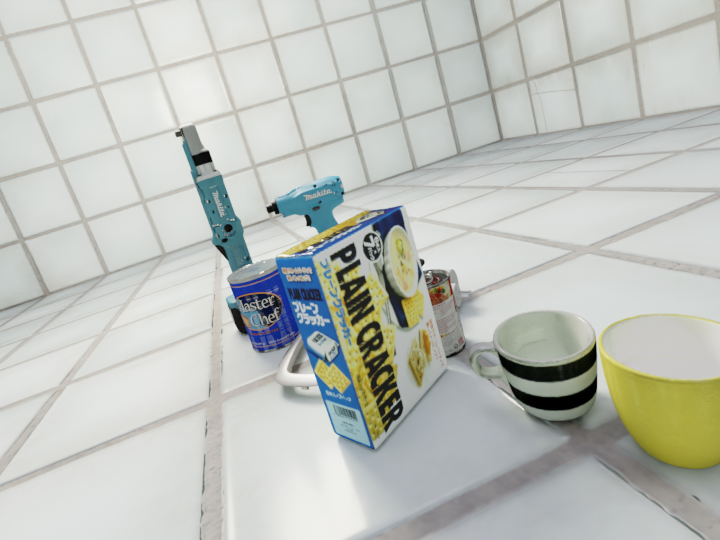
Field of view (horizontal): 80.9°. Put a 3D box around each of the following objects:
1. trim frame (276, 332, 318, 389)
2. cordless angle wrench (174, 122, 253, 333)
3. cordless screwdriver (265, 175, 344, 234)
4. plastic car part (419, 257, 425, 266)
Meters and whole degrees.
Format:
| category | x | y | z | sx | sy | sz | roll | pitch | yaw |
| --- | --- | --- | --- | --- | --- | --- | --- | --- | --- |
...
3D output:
| category | x | y | z | sx | sy | sz | roll | pitch | yaw |
| --- | --- | --- | --- | --- | --- | --- | --- | --- | --- |
| trim frame | -0.040 | 0.113 | 0.659 | 0.187 | 0.027 | 0.249 | -14 | 17 | 12 |
| cordless angle wrench | -0.269 | -0.083 | 0.843 | 0.096 | 0.415 | 0.077 | -21 | 13 | -20 |
| cordless screwdriver | -0.084 | -0.055 | 0.864 | 0.158 | 0.244 | 0.076 | -18 | 12 | -4 |
| plastic car part | 0.070 | 0.025 | 0.761 | 0.069 | 0.066 | 0.200 | -9 | 18 | 29 |
